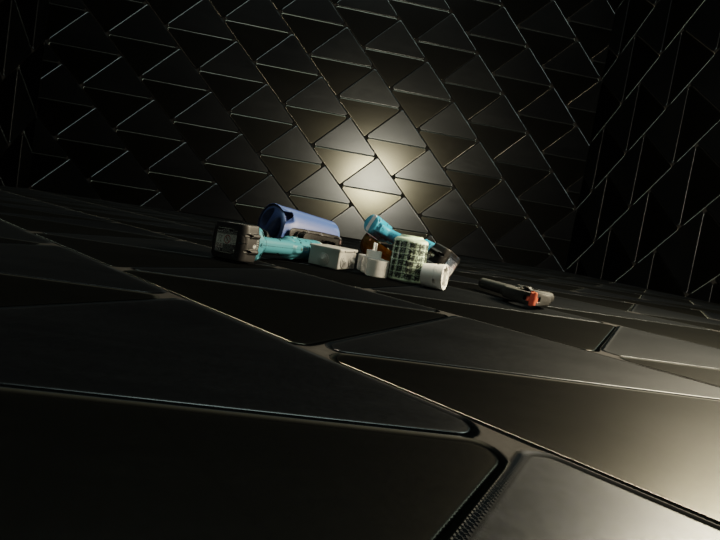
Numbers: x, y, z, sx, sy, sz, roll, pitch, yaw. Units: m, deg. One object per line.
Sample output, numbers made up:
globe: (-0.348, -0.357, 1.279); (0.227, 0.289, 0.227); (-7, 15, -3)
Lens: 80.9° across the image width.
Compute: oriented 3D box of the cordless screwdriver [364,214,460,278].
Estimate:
cordless screwdriver: (0.134, -0.057, 1.100); (0.263, 0.074, 0.151); (34, 2, 34)

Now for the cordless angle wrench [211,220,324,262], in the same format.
cordless angle wrench: (-0.169, -0.054, 0.999); (0.102, 0.074, 0.405); (10, 3, 27)

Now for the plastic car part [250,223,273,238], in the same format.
plastic car part: (-0.257, -0.076, 1.135); (0.067, 0.066, 0.123); (24, -2, -41)

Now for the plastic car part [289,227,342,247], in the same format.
plastic car part: (-0.118, -0.077, 1.211); (0.192, 0.066, 0.071); (9, 5, -44)
